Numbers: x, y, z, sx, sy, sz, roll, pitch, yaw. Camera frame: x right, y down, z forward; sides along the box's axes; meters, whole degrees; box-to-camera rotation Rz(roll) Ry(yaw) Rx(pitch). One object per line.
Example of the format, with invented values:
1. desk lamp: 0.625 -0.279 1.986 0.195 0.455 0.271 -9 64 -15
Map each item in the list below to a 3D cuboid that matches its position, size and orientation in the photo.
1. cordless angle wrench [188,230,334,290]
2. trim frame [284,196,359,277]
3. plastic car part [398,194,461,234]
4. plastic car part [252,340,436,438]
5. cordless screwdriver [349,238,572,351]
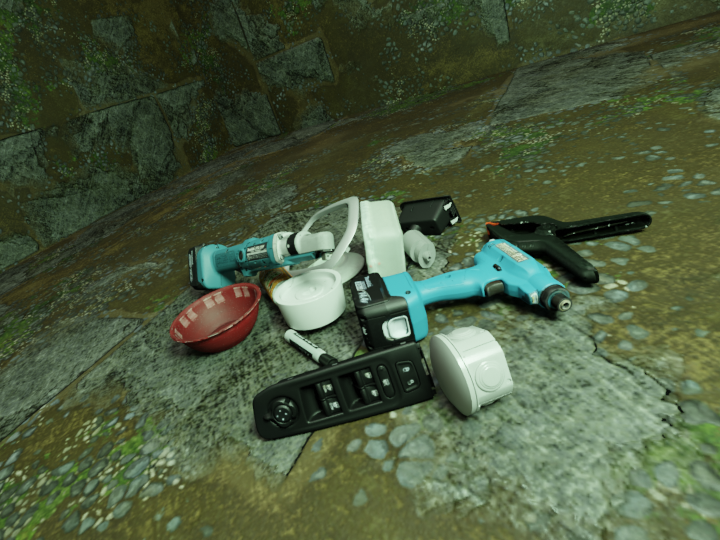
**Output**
1. cordless angle wrench: -0.189 -0.024 0.750 0.071 0.098 0.441 -1 -4 -42
2. trim frame: -0.078 -0.051 0.795 0.258 0.026 0.185 -9 53 54
3. plastic car part: 0.121 -0.095 0.813 0.122 0.063 0.071 -2 44 40
4. plastic car part: -0.026 0.130 0.480 0.203 0.065 0.068 -19 15 2
5. cordless screwdriver: 0.118 0.036 0.544 0.248 0.072 0.165 -18 26 -3
